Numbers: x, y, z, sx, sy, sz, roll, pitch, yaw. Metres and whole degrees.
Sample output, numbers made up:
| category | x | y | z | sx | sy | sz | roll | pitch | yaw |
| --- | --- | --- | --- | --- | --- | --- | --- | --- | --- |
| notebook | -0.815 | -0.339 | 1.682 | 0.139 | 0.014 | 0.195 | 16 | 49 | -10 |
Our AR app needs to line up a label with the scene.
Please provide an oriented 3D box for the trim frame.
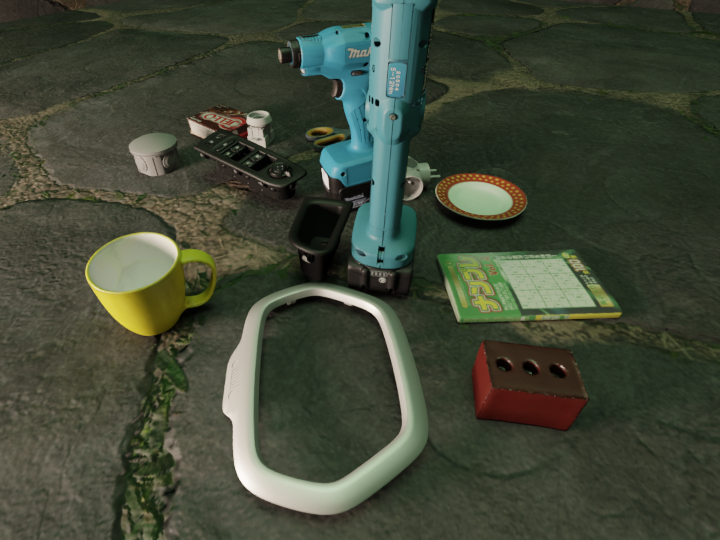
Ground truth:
| category | x | y | z | sx | sy | sz | roll | pitch | yaw |
| --- | --- | --- | --- | --- | --- | --- | --- | --- | --- |
| trim frame | -0.039 | 0.097 | 0.406 | 0.183 | 0.026 | 0.258 | -6 | 41 | -5 |

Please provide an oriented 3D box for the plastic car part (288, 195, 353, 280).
| category | x | y | z | sx | sy | sz | roll | pitch | yaw |
| --- | --- | --- | --- | --- | --- | --- | --- | --- | --- |
| plastic car part | -0.051 | -0.033 | 0.523 | 0.067 | 0.069 | 0.118 | 7 | 42 | 7 |

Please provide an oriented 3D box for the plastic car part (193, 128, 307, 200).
| category | x | y | z | sx | sy | sz | roll | pitch | yaw |
| --- | --- | --- | --- | --- | --- | --- | --- | --- | --- |
| plastic car part | -0.176 | -0.164 | 0.680 | 0.213 | 0.065 | 0.065 | 26 | 47 | 28 |

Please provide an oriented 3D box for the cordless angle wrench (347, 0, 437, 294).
| category | x | y | z | sx | sy | sz | roll | pitch | yaw |
| --- | --- | --- | --- | --- | --- | --- | --- | --- | --- |
| cordless angle wrench | 0.033 | -0.153 | 0.398 | 0.075 | 0.410 | 0.099 | 8 | 41 | 6 |

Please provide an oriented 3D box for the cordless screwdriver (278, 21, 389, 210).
| category | x | y | z | sx | sy | sz | roll | pitch | yaw |
| --- | --- | --- | --- | --- | --- | --- | --- | --- | --- |
| cordless screwdriver | -0.026 | -0.201 | 0.583 | 0.156 | 0.241 | 0.078 | -12 | 43 | -15 |
